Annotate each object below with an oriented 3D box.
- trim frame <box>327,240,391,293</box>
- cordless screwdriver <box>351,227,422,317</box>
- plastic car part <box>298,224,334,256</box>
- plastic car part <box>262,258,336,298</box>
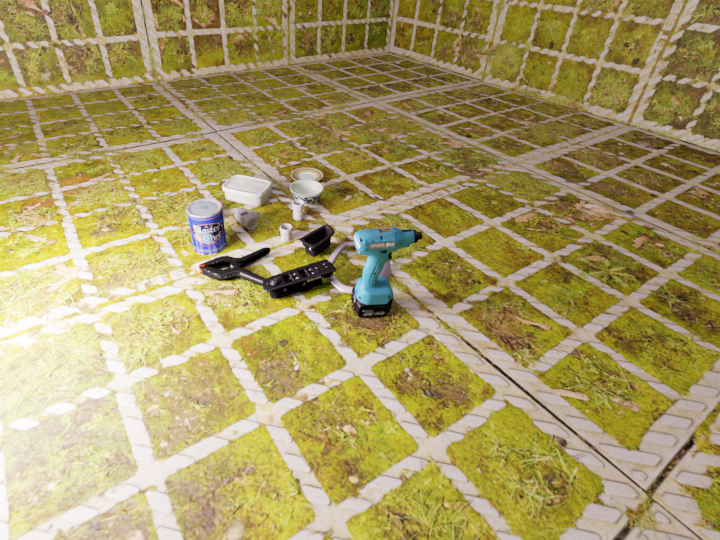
[{"bbox_3d":[-0.004,-0.014,1.234,0.190,0.027,0.248,14,39,15],"label":"trim frame"},{"bbox_3d":[0.058,0.002,1.042,0.157,0.242,0.078,-4,38,-12],"label":"cordless screwdriver"},{"bbox_3d":[-0.125,-0.082,1.281,0.069,0.069,0.114,30,45,30],"label":"plastic car part"},{"bbox_3d":[-0.168,0.028,1.142,0.198,0.065,0.070,-14,41,-20],"label":"plastic car part"}]
